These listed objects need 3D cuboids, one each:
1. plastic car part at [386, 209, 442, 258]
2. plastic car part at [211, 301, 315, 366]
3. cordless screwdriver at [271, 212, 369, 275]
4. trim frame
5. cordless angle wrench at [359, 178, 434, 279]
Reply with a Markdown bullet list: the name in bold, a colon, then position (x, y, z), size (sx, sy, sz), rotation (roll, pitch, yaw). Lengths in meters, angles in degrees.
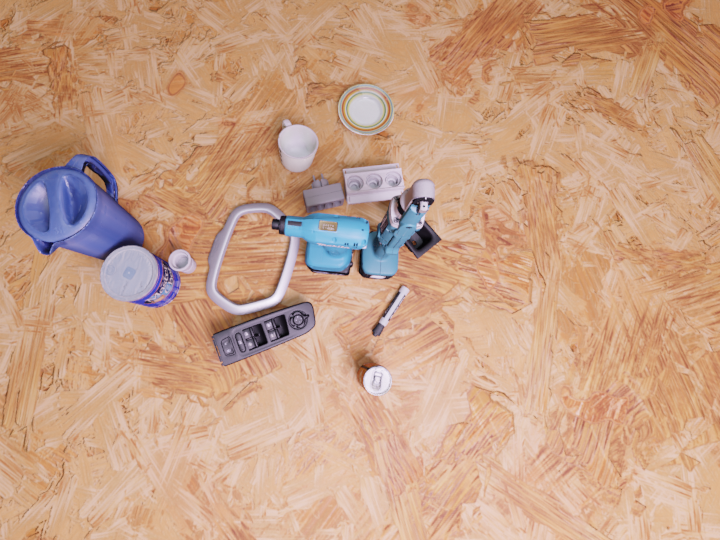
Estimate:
- **plastic car part**: position (0.101, -0.084, 0.890), size (0.065, 0.070, 0.119), rotation (-37, 81, -10)
- **plastic car part**: position (-0.184, 0.122, 0.839), size (0.201, 0.066, 0.067), rotation (-21, 80, -6)
- **cordless screwdriver**: position (-0.077, -0.051, 0.790), size (0.159, 0.247, 0.075), rotation (7, 79, -3)
- **trim frame**: position (-0.230, -0.028, 0.895), size (0.185, 0.027, 0.250), rotation (13, 77, 2)
- **cordless angle wrench**: position (0.055, -0.063, 0.706), size (0.074, 0.420, 0.099), rotation (4, 79, -5)
